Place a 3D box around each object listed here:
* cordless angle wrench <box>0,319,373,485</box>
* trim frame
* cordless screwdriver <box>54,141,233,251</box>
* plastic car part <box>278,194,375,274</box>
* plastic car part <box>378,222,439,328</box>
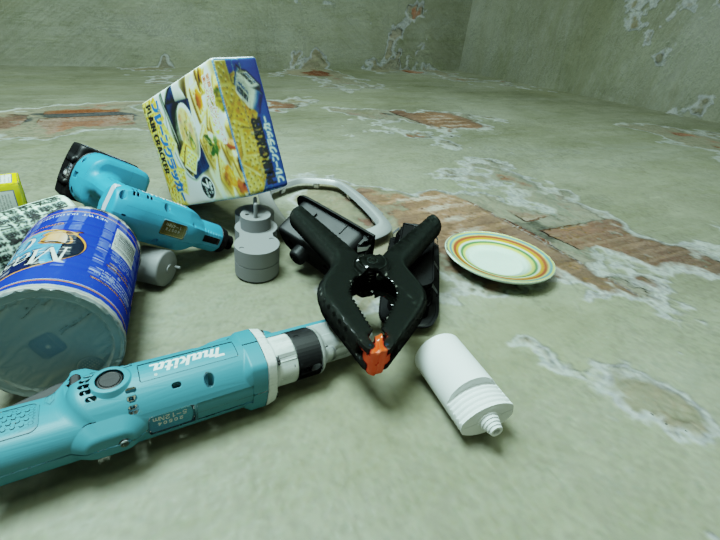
[{"bbox_3d":[-0.169,0.092,0.287,0.408,0.073,0.104,-12,35,-28],"label":"cordless angle wrench"},{"bbox_3d":[-0.057,-0.096,0.650,0.179,0.027,0.262,-10,32,-21],"label":"trim frame"},{"bbox_3d":[-0.283,-0.088,0.547,0.263,0.074,0.150,27,5,39],"label":"cordless screwdriver"},{"bbox_3d":[-0.049,-0.032,0.504,0.121,0.064,0.070,30,59,20],"label":"plastic car part"},{"bbox_3d":[0.064,-0.008,0.489,0.067,0.066,0.205,15,34,2],"label":"plastic car part"}]
